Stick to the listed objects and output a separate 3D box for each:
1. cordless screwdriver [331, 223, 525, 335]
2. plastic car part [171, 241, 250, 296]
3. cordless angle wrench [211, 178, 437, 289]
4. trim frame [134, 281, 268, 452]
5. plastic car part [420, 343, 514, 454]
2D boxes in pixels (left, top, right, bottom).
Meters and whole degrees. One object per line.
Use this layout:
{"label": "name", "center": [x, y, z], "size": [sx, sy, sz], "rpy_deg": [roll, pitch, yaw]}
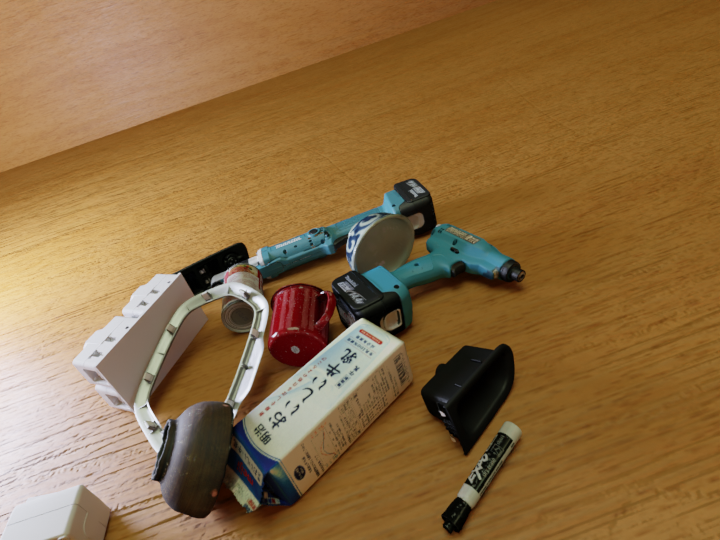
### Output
{"label": "cordless screwdriver", "center": [0.094, 0.020, 0.603], "size": [0.244, 0.071, 0.168], "rpy_deg": [-29, 37, -20]}
{"label": "plastic car part", "center": [-0.303, 0.014, 0.804], "size": [0.200, 0.065, 0.069], "rpy_deg": [-30, 11, -14]}
{"label": "cordless angle wrench", "center": [-0.076, -0.050, 0.774], "size": [0.423, 0.071, 0.102], "rpy_deg": [-21, 35, 0]}
{"label": "trim frame", "center": [-0.217, 0.124, 0.585], "size": [0.191, 0.026, 0.252], "rpy_deg": [3, 57, 22]}
{"label": "plastic car part", "center": [0.113, 0.127, 0.470], "size": [0.114, 0.064, 0.074], "rpy_deg": [-40, 26, -32]}
